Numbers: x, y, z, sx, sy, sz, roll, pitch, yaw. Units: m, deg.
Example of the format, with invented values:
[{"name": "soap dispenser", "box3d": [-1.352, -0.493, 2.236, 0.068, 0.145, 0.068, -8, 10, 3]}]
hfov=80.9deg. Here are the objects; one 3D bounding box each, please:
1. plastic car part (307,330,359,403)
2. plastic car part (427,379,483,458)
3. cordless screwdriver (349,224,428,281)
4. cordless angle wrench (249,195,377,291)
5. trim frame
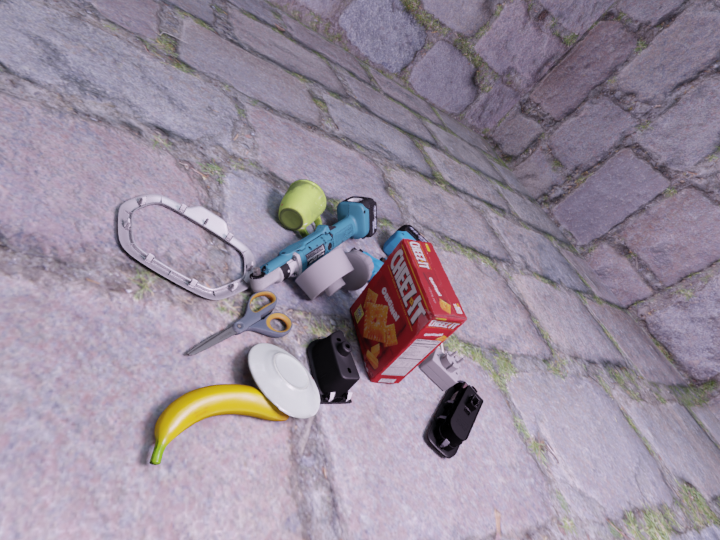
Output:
[{"name": "plastic car part", "box3d": [-0.039, 0.147, 0.685, 0.062, 0.072, 0.121, 14, 44, -39]}, {"name": "plastic car part", "box3d": [0.187, 0.269, 0.785, 0.067, 0.068, 0.197, 54, 36, 5]}, {"name": "cordless screwdriver", "box3d": [0.073, -0.039, 1.032, 0.160, 0.075, 0.246, 41, 36, 0]}, {"name": "cordless angle wrench", "box3d": [-0.085, -0.056, 0.872, 0.078, 0.095, 0.415, 9, 27, 26]}, {"name": "trim frame", "box3d": [-0.283, -0.046, 0.709, 0.243, 0.028, 0.187, 31, 32, -12]}]
